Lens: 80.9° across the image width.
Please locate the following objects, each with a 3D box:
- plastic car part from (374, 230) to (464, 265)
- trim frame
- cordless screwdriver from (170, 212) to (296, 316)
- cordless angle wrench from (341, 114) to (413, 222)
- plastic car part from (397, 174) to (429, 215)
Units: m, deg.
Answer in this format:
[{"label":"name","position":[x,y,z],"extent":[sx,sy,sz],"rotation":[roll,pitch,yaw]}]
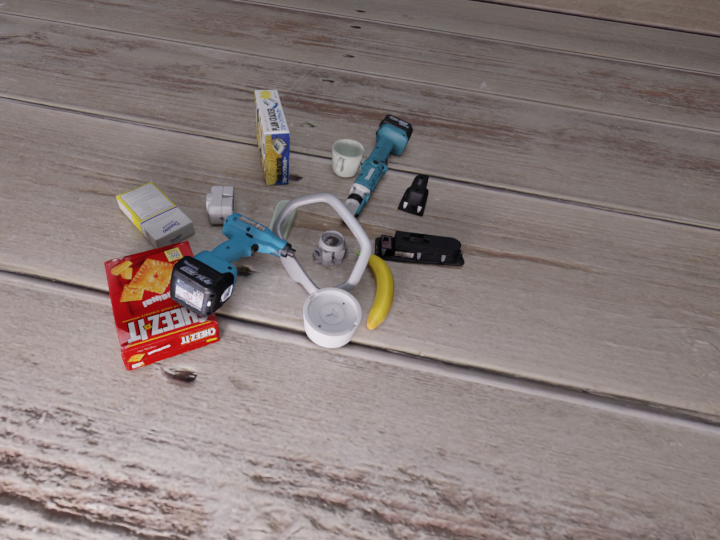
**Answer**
[{"label":"plastic car part","position":[0.138,-0.056,0.956],"extent":[0.202,0.065,0.068],"rotation":[10,41,-2]},{"label":"trim frame","position":[-0.086,-0.057,0.884],"extent":[0.185,0.026,0.258],"rotation":[-39,68,6]},{"label":"cordless screwdriver","position":[-0.234,-0.014,0.803],"extent":[0.161,0.073,0.249],"rotation":[24,37,3]},{"label":"cordless angle wrench","position":[0.035,-0.270,1.129],"extent":[0.099,0.073,0.425],"rotation":[25,53,1]},{"label":"plastic car part","position":[0.147,-0.205,1.082],"extent":[0.067,0.069,0.117],"rotation":[19,52,6]}]
